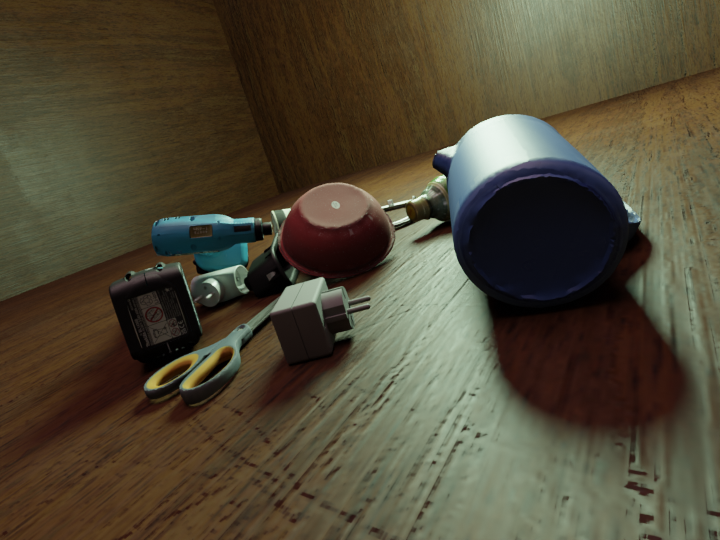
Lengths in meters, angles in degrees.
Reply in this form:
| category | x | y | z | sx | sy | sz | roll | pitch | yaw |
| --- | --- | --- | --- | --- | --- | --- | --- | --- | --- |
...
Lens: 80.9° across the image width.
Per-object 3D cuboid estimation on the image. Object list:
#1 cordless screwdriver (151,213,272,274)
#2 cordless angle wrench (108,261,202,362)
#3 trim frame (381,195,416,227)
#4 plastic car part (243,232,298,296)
| category | x | y | z | sx | sy | sz | roll | pitch | yaw |
| --- | --- | --- | --- | --- | --- | --- | --- | --- | --- |
| cordless screwdriver | -0.215 | -0.043 | 0.678 | 0.158 | 0.075 | 0.249 | -5 | -4 | -7 |
| cordless angle wrench | -0.293 | 0.029 | 0.630 | 0.073 | 0.097 | 0.438 | -19 | 11 | -21 |
| trim frame | 0.044 | -0.110 | 0.831 | 0.184 | 0.027 | 0.254 | -20 | 17 | -1 |
| plastic car part | -0.133 | 0.001 | 0.608 | 0.071 | 0.064 | 0.118 | -32 | 16 | 9 |
